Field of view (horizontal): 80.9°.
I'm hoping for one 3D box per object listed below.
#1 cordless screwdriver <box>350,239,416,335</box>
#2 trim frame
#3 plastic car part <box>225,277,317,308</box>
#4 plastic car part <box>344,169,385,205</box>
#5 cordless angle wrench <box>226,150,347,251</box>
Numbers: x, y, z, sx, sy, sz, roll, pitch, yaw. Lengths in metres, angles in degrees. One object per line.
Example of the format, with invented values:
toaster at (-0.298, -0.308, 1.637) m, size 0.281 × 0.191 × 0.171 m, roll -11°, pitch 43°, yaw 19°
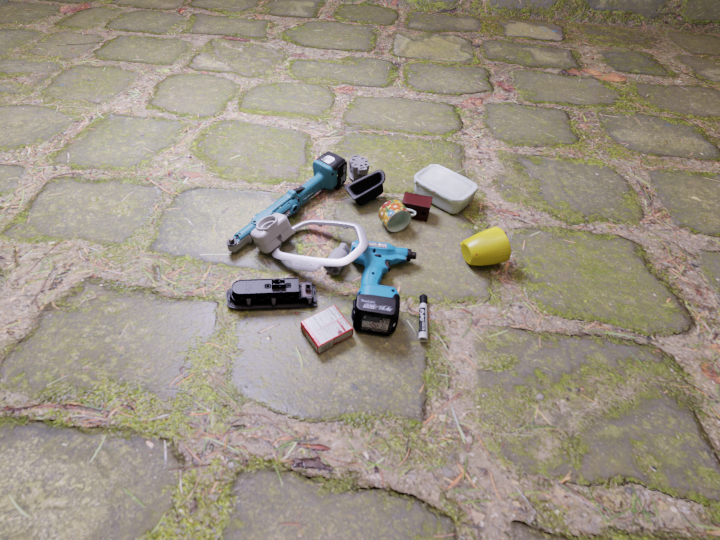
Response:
cordless screwdriver at (0.056, 0.027, 0.957) m, size 0.159 × 0.072 × 0.256 m, roll 3°, pitch 43°, yaw -1°
trim frame at (-0.100, -0.066, 1.027) m, size 0.259 × 0.026 × 0.184 m, roll 7°, pitch 43°, yaw 24°
plastic car part at (-0.199, 0.048, 0.934) m, size 0.202 × 0.065 × 0.069 m, roll -4°, pitch 54°, yaw -3°
plastic car part at (0.023, -0.224, 1.191) m, size 0.116 × 0.068 × 0.069 m, roll -27°, pitch 53°, yaw -6°
cordless angle wrench at (-0.194, -0.180, 1.137) m, size 0.078 × 0.095 × 0.418 m, roll 31°, pitch 57°, yaw 22°
